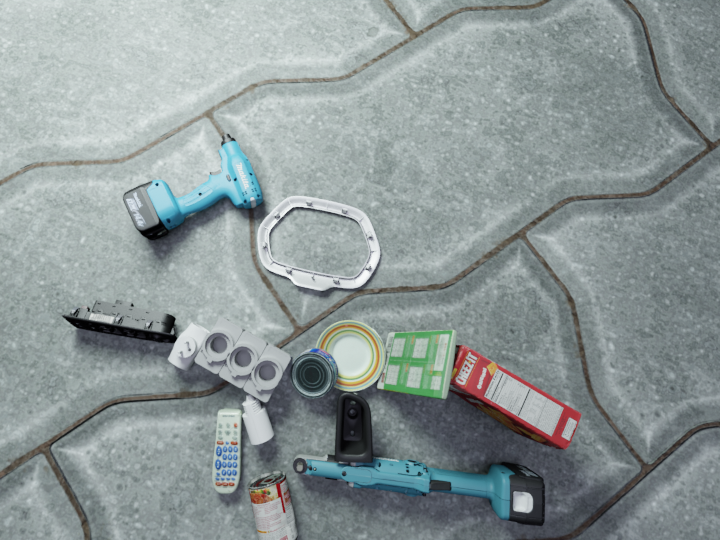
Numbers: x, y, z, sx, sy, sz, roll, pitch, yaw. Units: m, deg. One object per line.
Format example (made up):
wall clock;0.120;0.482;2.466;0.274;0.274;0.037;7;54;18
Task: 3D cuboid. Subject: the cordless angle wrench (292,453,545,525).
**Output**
cordless angle wrench;0.091;0.365;0.742;0.425;0.096;0.075;6;80;3

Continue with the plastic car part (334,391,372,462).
plastic car part;-0.013;0.271;0.757;0.066;0.070;0.117;0;84;-1

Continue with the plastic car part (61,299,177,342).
plastic car part;-0.431;0.094;0.785;0.203;0.065;0.068;14;53;1

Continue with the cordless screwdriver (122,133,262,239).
cordless screwdriver;-0.333;-0.167;0.833;0.246;0.074;0.162;-22;81;-11

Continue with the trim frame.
trim frame;-0.083;-0.054;0.845;0.247;0.027;0.185;13;79;-2
